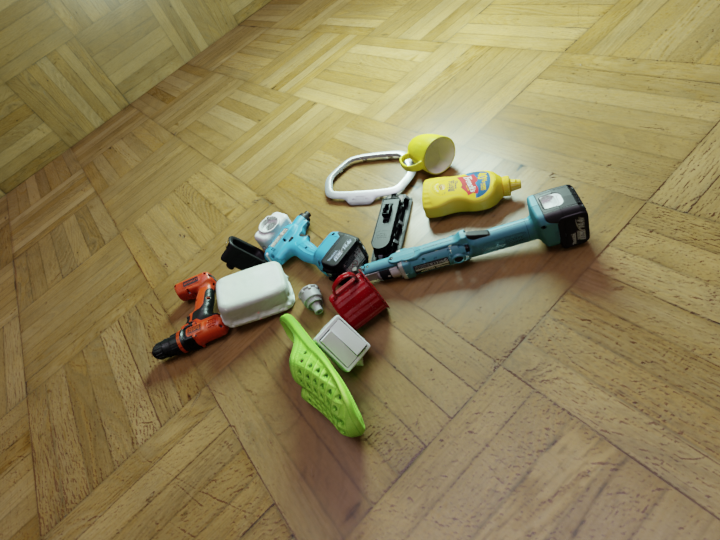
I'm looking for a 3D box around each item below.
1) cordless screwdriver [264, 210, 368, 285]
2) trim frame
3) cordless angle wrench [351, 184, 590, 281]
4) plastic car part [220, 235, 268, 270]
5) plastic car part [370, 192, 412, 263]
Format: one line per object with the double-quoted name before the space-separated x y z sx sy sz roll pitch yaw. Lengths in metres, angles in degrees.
"cordless screwdriver" -0.094 -0.061 0.959 0.263 0.070 0.159 15 61 40
"trim frame" 0.021 -0.239 1.079 0.259 0.026 0.186 2 53 27
"cordless angle wrench" 0.181 -0.042 0.793 0.433 0.093 0.076 -17 46 20
"plastic car part" -0.289 -0.031 1.018 0.071 0.110 0.070 -51 43 13
"plastic car part" 0.064 -0.099 0.917 0.068 0.064 0.206 2 56 19
